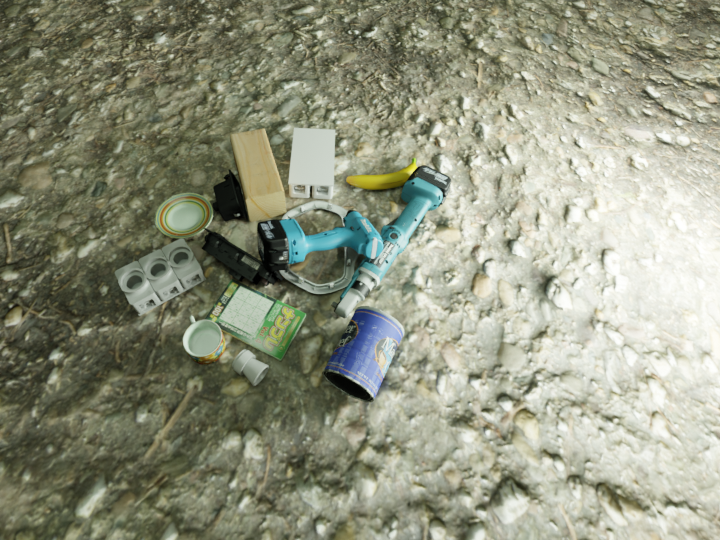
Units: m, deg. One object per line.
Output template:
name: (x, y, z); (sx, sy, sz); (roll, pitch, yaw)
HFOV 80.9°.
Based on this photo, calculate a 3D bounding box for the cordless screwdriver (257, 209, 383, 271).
cordless screwdriver: (-0.092, -0.076, 0.889); (0.244, 0.072, 0.167); (-7, 35, -15)

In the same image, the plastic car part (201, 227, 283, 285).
plastic car part: (-0.264, -0.022, 0.906); (0.209, 0.064, 0.067); (34, 88, 16)

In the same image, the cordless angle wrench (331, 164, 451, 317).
cordless angle wrench: (0.069, -0.065, 0.937); (0.101, 0.072, 0.422); (29, 64, 13)

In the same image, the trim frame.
trim frame: (-0.093, -0.061, 0.949); (0.183, 0.027, 0.256); (1, 56, -4)

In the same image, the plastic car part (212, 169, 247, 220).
plastic car part: (-0.314, -0.166, 0.995); (0.071, 0.063, 0.121); (-18, 64, 2)
